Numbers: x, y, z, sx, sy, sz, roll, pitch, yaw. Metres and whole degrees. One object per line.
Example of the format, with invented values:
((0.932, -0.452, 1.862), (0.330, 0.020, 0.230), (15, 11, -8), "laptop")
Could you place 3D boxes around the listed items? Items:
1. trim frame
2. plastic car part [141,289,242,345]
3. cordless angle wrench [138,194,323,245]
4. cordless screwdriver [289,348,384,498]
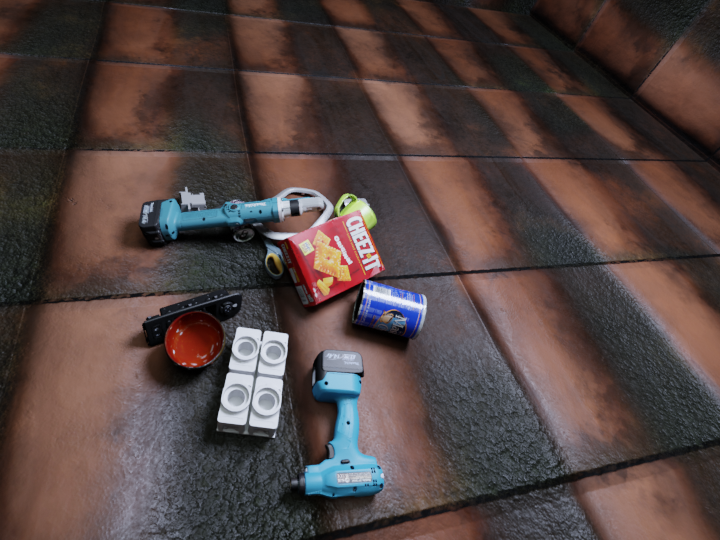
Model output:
((-0.179, -0.153, 1.126), (0.189, 0.027, 0.248), (19, 45, 13), "trim frame")
((-0.346, 0.088, 0.879), (0.197, 0.064, 0.071), (-16, 31, -24), "plastic car part")
((-0.297, -0.134, 1.003), (0.421, 0.072, 0.101), (-7, 54, -3), "cordless angle wrench")
((-0.055, 0.276, 0.778), (0.156, 0.073, 0.258), (1, 54, -14), "cordless screwdriver")
